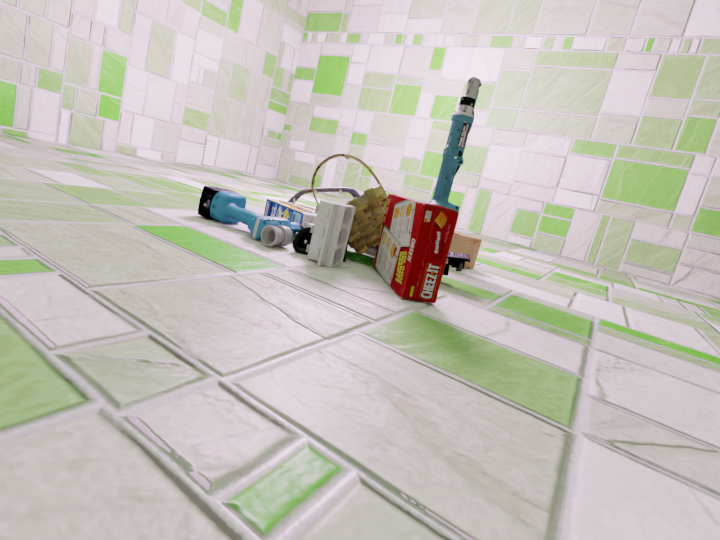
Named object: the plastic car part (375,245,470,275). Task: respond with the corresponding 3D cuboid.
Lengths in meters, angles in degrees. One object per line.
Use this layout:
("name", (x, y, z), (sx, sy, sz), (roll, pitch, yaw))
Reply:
("plastic car part", (0.134, -0.023, 0.941), (0.209, 0.066, 0.065), (12, 20, 15))

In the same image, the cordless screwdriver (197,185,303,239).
("cordless screwdriver", (-0.265, -0.133, 1.022), (0.262, 0.074, 0.152), (25, 15, 30))

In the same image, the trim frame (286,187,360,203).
("trim frame", (-0.112, -0.200, 1.313), (0.244, 0.028, 0.182), (-4, -24, -14))

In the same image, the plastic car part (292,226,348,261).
("plastic car part", (-0.089, -0.058, 0.914), (0.115, 0.066, 0.071), (9, -4, -8))

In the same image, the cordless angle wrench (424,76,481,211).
("cordless angle wrench", (0.262, -0.327, 1.186), (0.094, 0.420, 0.078), (9, 10, -29))
